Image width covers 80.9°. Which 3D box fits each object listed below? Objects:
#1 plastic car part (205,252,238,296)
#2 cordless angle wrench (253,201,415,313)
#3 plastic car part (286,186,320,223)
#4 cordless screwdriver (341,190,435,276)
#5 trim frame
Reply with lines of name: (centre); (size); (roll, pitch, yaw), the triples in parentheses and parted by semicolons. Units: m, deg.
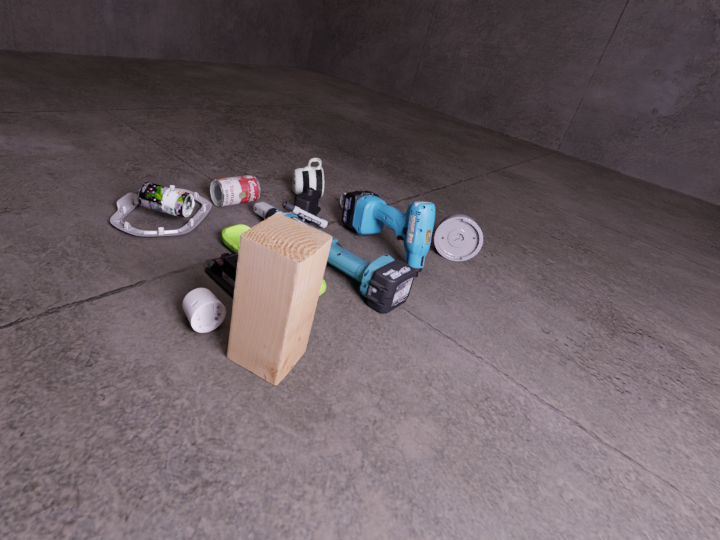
plastic car part: (-0.188, 0.020, 0.737); (0.214, 0.066, 0.063); (37, 30, 31)
cordless angle wrench: (-0.087, -0.057, 0.889); (0.446, 0.073, 0.095); (31, 34, 32)
plastic car part: (-0.134, -0.170, 1.053); (0.067, 0.070, 0.116); (20, 34, 7)
cordless screwdriver: (0.058, -0.093, 0.958); (0.071, 0.157, 0.263); (-6, 20, -37)
trim frame: (-0.437, -0.137, 0.936); (0.184, 0.027, 0.253); (10, 33, -1)
